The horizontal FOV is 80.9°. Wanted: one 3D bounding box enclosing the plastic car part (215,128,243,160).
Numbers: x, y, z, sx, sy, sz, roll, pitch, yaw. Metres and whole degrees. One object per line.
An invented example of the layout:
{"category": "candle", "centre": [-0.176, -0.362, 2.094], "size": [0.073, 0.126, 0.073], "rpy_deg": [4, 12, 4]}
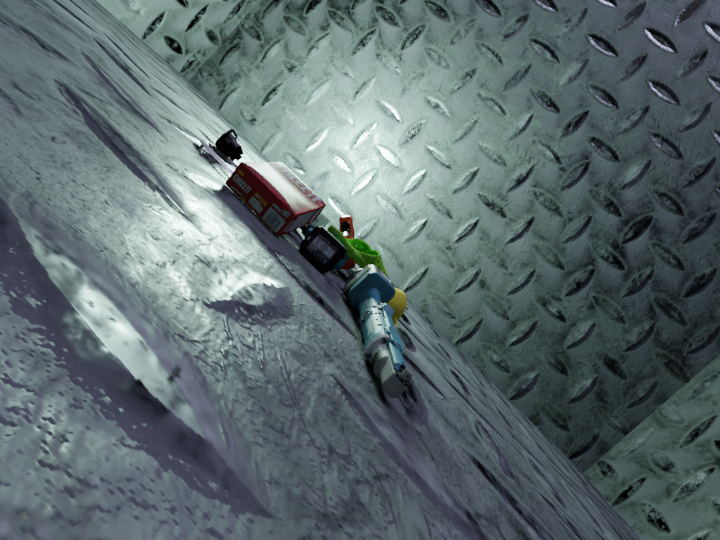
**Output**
{"category": "plastic car part", "centre": [-0.349, -0.329, 1.136], "size": [0.066, 0.066, 0.206], "rpy_deg": [60, -7, -8]}

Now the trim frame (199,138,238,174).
{"category": "trim frame", "centre": [-0.319, -0.250, 1.083], "size": [0.194, 0.027, 0.235], "rpy_deg": [49, 8, 36]}

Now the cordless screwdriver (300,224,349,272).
{"category": "cordless screwdriver", "centre": [-0.103, -0.068, 1.056], "size": [0.160, 0.074, 0.247], "rpy_deg": [43, 1, 1]}

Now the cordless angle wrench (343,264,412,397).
{"category": "cordless angle wrench", "centre": [0.029, 0.092, 0.732], "size": [0.073, 0.098, 0.430], "rpy_deg": [43, 9, -13]}
